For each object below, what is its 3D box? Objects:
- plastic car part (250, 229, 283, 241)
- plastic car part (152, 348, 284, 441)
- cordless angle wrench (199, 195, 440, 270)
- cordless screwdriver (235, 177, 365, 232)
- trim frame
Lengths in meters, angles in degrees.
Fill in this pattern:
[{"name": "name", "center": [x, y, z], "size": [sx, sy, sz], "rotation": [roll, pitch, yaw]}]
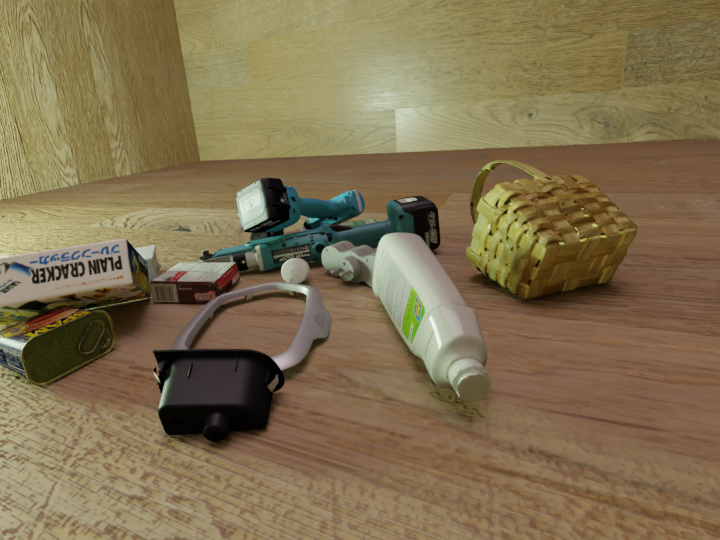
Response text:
[{"name": "plastic car part", "center": [-0.200, -0.081, 0.896], "size": [0.067, 0.064, 0.209], "rotation": [-17, 22, -5]}, {"name": "plastic car part", "center": [-0.130, 0.114, 0.375], "size": [0.117, 0.064, 0.073], "rotation": [-1, 34, 2]}, {"name": "cordless angle wrench", "center": [-0.074, -0.048, 0.757], "size": [0.420, 0.096, 0.076], "rotation": [-11, 19, -4]}, {"name": "cordless screwdriver", "center": [-0.125, -0.111, 0.813], "size": [0.165, 0.075, 0.237], "rotation": [-19, -9, 42]}, {"name": "trim frame", "center": [-0.131, 0.067, 0.536], "size": [0.186, 0.027, 0.251], "rotation": [-5, 19, 4]}]
